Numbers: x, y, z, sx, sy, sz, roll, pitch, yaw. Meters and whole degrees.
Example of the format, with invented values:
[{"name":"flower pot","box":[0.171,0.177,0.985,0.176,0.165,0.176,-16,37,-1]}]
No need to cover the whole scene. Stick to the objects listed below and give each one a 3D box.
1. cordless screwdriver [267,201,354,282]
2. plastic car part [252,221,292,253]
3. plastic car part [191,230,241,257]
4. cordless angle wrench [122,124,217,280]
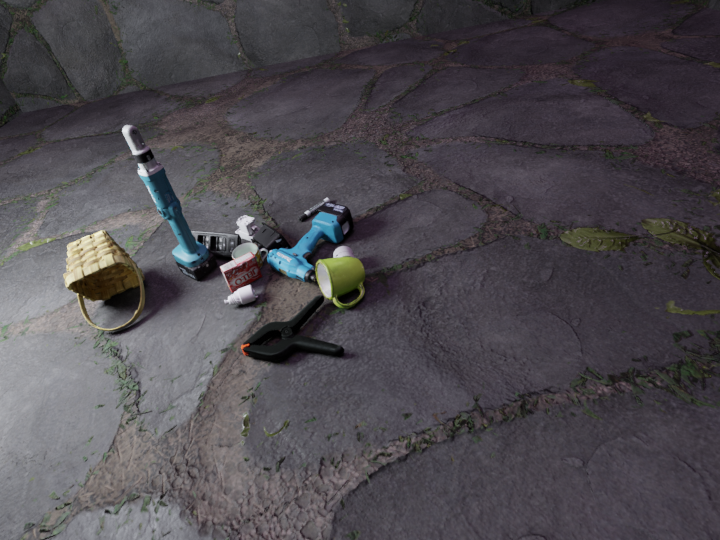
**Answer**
[{"name":"cordless screwdriver","box":[-0.108,-0.071,1.103,0.168,0.071,0.246,24,57,35]},{"name":"plastic car part","box":[-0.256,-0.080,1.169,0.070,0.062,0.123,-46,46,-15]},{"name":"plastic car part","box":[-0.420,-0.081,1.206,0.209,0.065,0.066,5,14,18]},{"name":"cordless angle wrench","box":[-0.471,-0.157,1.039,0.103,0.406,0.073,20,48,32]}]
